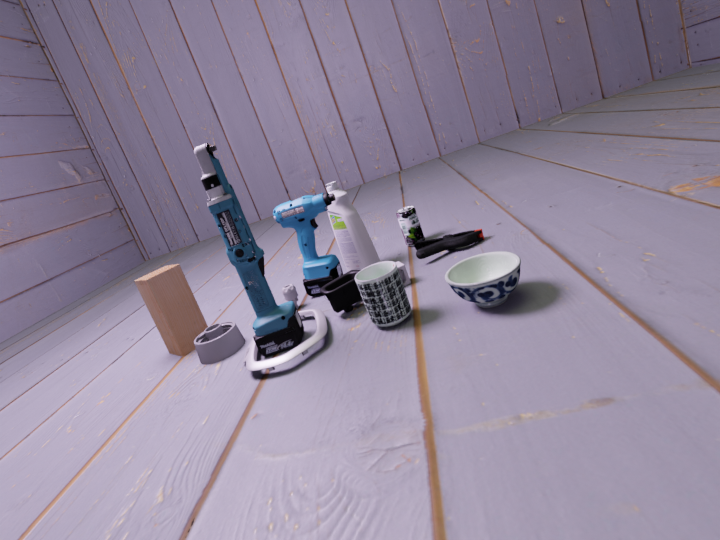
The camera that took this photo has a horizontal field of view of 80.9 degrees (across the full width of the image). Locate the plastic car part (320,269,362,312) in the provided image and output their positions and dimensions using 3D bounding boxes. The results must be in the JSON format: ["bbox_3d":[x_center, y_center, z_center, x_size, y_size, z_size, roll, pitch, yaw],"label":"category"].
[{"bbox_3d":[-0.030,0.050,0.904,0.114,0.069,0.069,-32,18,-35],"label":"plastic car part"}]

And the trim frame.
[{"bbox_3d":[-0.154,0.137,0.860,0.184,0.027,0.255,-22,17,-3],"label":"trim frame"}]

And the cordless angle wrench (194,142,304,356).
[{"bbox_3d":[-0.227,-0.039,0.821,0.099,0.415,0.075,-19,12,5],"label":"cordless angle wrench"}]

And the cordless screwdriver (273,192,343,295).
[{"bbox_3d":[-0.103,-0.068,1.056,0.163,0.244,0.074,-16,13,19],"label":"cordless screwdriver"}]
